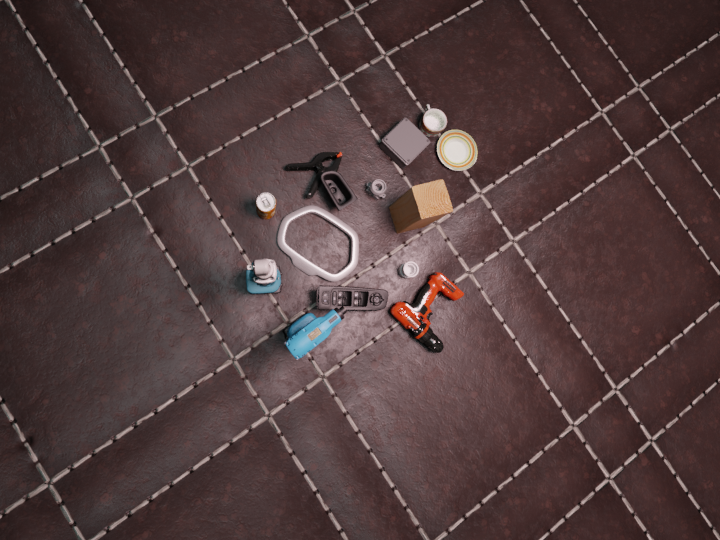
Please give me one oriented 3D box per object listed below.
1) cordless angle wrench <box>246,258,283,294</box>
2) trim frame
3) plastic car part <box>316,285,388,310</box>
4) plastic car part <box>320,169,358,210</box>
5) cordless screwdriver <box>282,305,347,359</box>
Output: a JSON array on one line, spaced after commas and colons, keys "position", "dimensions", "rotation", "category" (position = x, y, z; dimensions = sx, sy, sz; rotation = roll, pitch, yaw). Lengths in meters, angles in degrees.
[{"position": [-0.224, 0.011, 0.982], "dimensions": [0.096, 0.426, 0.075], "rotation": [-3, 85, -12], "category": "cordless angle wrench"}, {"position": [-0.118, -0.077, 1.209], "dimensions": [0.248, 0.027, 0.184], "rotation": [33, 79, -1], "category": "trim frame"}, {"position": [-0.024, 0.079, 1.176], "dimensions": [0.201, 0.067, 0.067], "rotation": [2, 83, -7], "category": "plastic car part"}, {"position": [-0.071, -0.230, 1.216], "dimensions": [0.065, 0.071, 0.117], "rotation": [-33, 88, -12], "category": "plastic car part"}, {"position": [-0.118, 0.145, 1.062], "dimensions": [0.158, 0.251, 0.074], "rotation": [-37, 93, -12], "category": "cordless screwdriver"}]
